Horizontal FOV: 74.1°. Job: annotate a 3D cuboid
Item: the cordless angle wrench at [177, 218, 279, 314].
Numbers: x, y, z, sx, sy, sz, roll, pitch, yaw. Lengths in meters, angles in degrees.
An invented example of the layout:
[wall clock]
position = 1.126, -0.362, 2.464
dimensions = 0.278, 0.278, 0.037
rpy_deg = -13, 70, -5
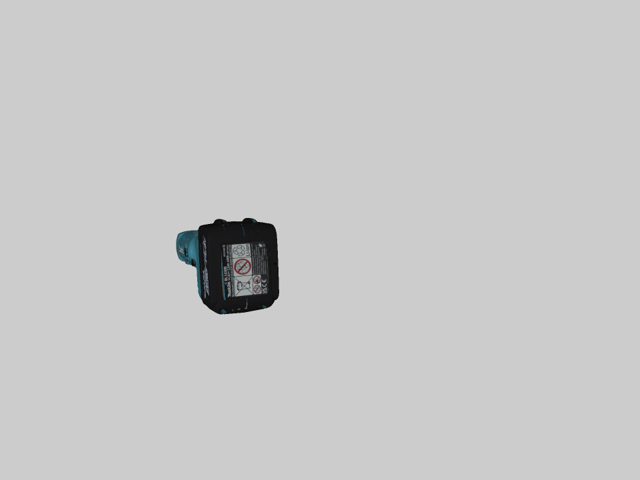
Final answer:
[cordless angle wrench]
position = -0.168, 0.017, 0.612
dimensions = 0.074, 0.098, 0.423
rpy_deg = -4, 5, -26
